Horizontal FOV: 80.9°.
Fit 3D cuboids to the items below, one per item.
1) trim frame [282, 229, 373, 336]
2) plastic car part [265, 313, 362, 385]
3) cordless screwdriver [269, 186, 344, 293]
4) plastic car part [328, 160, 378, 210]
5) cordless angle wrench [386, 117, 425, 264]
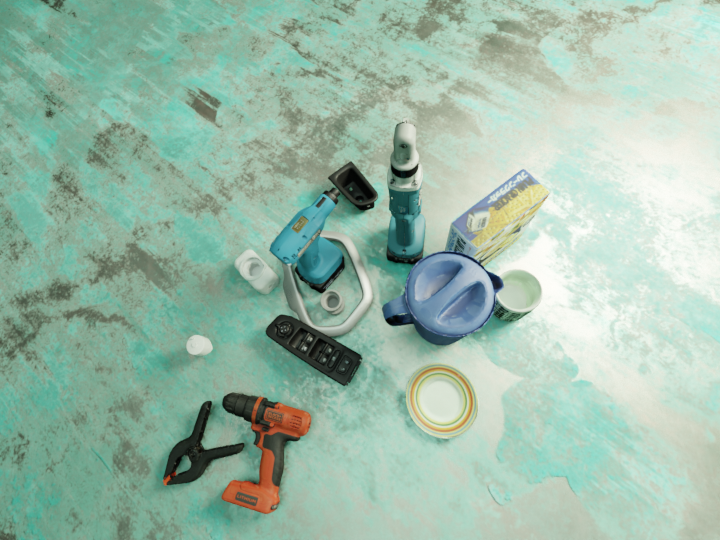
[{"bbox_3d":[-0.079,0.021,0.913,0.185,0.026,0.257,-23,68,3],"label":"trim frame"},{"bbox_3d":[-0.095,0.153,0.849,0.210,0.064,0.066,27,78,18],"label":"plastic car part"},{"bbox_3d":[-0.081,-0.053,0.824,0.077,0.240,0.159,37,81,16],"label":"cordless screwdriver"},{"bbox_3d":[-0.009,-0.174,0.946,0.066,0.068,0.121,-36,69,-4],"label":"plastic car part"},{"bbox_3d":[0.077,-0.113,0.723,0.076,0.409,0.099,6,74,9],"label":"cordless angle wrench"}]
